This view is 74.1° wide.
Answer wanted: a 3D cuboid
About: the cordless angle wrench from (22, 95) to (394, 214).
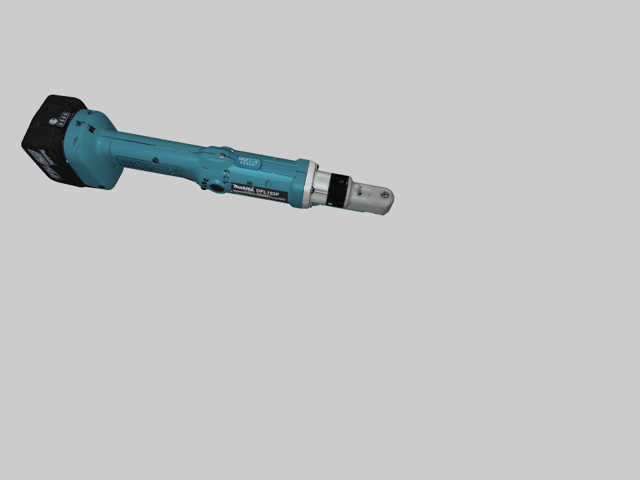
[{"bbox_3d":[-0.120,-0.084,0.512,0.423,0.074,0.098,10,-25,-1],"label":"cordless angle wrench"}]
